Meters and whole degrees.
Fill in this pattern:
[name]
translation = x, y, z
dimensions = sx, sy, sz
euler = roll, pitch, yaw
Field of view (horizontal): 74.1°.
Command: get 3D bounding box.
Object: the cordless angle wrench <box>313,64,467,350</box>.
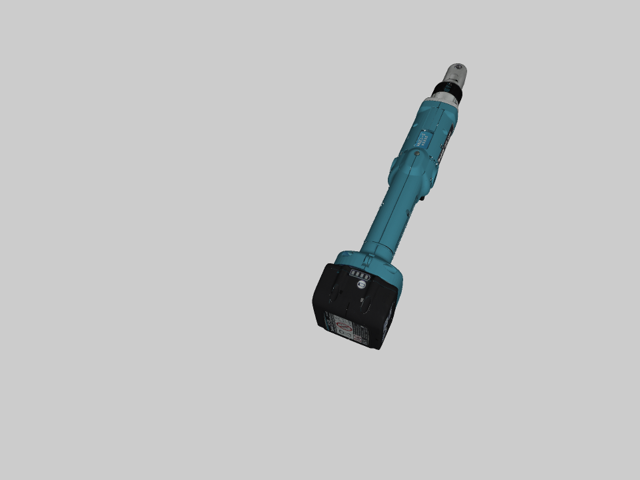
[cordless angle wrench]
translation = 0.113, -0.079, 0.517
dimensions = 0.074, 0.421, 0.098
euler = 19, -28, 16
